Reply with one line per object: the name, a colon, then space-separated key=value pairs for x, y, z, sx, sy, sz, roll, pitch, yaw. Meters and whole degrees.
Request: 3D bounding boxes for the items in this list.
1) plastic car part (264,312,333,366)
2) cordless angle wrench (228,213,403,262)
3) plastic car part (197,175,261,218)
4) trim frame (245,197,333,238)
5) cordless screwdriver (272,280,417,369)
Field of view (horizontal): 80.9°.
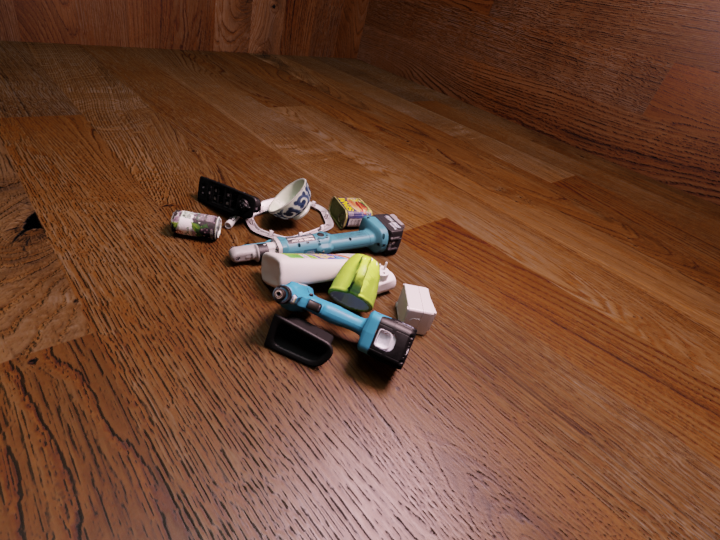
plastic car part: x=-0.099 y=0.116 z=0.745 sx=0.118 sy=0.065 sz=0.070 roll=23 pitch=20 yaw=6
cordless angle wrench: x=-0.097 y=-0.063 z=0.989 sx=0.409 sy=0.073 sz=0.103 roll=-10 pitch=41 yaw=-26
plastic car part: x=-0.325 y=-0.179 z=1.063 sx=0.214 sy=0.066 sz=0.064 roll=24 pitch=13 yaw=32
trim frame: x=-0.182 y=-0.139 z=1.103 sx=0.194 sy=0.027 sz=0.241 roll=35 pitch=42 yaw=31
cordless screwdriver: x=-0.032 y=0.084 z=0.735 sx=0.256 sy=0.074 sz=0.154 roll=23 pitch=-3 yaw=14
